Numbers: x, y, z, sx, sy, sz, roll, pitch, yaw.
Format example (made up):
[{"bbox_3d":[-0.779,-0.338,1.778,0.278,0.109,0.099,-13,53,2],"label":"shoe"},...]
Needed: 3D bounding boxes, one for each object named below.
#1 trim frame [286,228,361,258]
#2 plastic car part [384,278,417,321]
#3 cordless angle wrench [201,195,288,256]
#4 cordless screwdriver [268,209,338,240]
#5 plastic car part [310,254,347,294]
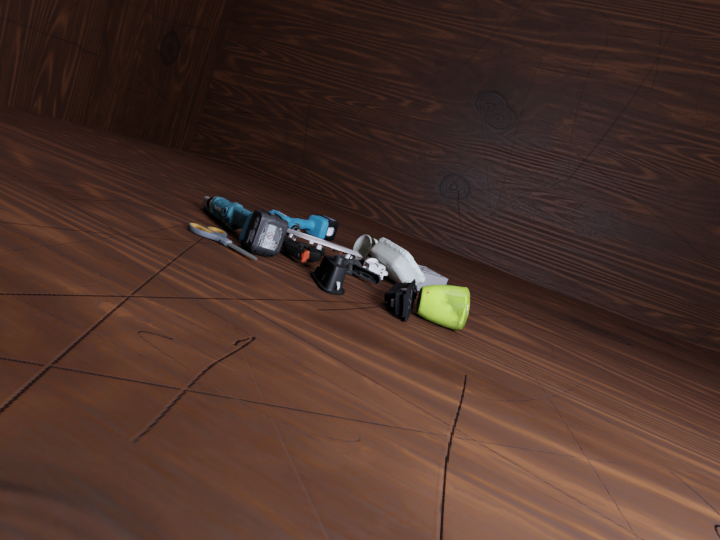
[{"bbox_3d":[-0.098,-0.064,0.999,0.176,0.027,0.260,16,2,-29],"label":"trim frame"},{"bbox_3d":[0.090,0.058,0.920,0.069,0.066,0.198,-4,5,17],"label":"plastic car part"},{"bbox_3d":[-0.327,-0.142,1.088,0.070,0.098,0.447,16,7,-41],"label":"cordless angle wrench"},{"bbox_3d":[-0.176,-0.146,1.415,0.236,0.074,0.169,3,19,-44],"label":"cordless screwdriver"},{"bbox_3d":[-0.057,0.001,0.894,0.064,0.070,0.121,16,8,-20],"label":"plastic car part"}]
